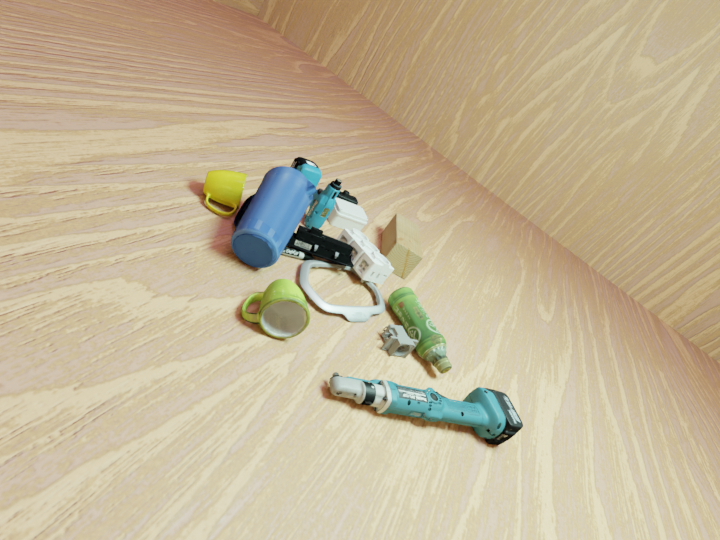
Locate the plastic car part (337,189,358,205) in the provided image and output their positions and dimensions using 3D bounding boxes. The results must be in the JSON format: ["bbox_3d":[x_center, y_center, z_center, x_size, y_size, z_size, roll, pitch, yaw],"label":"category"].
[{"bbox_3d":[-0.055,-0.222,1.349,0.111,0.071,0.069,22,30,-28],"label":"plastic car part"}]

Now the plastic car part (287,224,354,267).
[{"bbox_3d":[-0.103,-0.067,1.051,0.199,0.067,0.068,24,11,-9],"label":"plastic car part"}]

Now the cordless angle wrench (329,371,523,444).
[{"bbox_3d":[0.127,0.258,0.818,0.406,0.074,0.102,17,33,-23],"label":"cordless angle wrench"}]

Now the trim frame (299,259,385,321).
[{"bbox_3d":[-0.043,0.045,1.008,0.236,0.027,0.194,7,38,-42],"label":"trim frame"}]

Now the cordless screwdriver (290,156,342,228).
[{"bbox_3d":[-0.132,-0.248,1.219,0.071,0.159,0.261,14,33,-35],"label":"cordless screwdriver"}]
